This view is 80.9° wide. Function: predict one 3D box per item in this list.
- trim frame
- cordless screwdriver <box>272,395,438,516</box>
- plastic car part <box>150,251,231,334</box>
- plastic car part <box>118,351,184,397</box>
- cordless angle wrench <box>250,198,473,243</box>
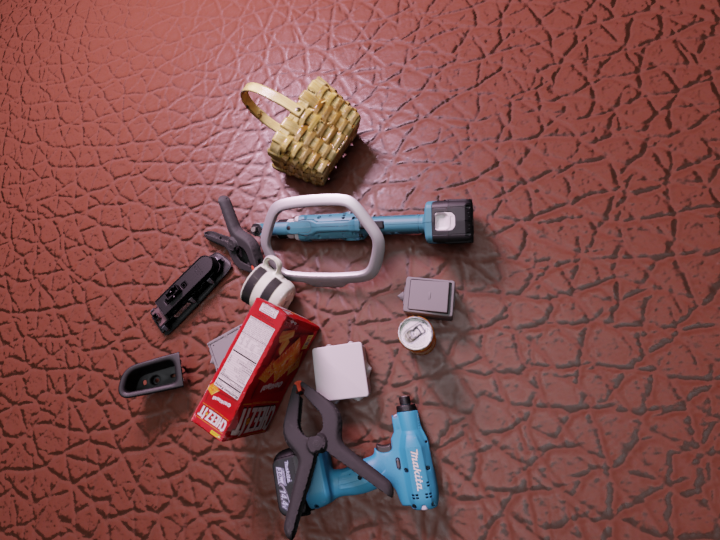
[{"bbox_3d":[-0.075,-0.049,0.771,0.257,0.027,0.180,-2,109,24],"label":"trim frame"},{"bbox_3d":[-0.013,0.299,0.680,0.252,0.071,0.163,-11,70,9],"label":"cordless screwdriver"},{"bbox_3d":[-0.356,0.036,0.866,0.202,0.064,0.069,-43,62,-3],"label":"plastic car part"},{"bbox_3d":[-0.396,0.208,0.817,0.116,0.069,0.068,-14,70,-6],"label":"plastic car part"},{"bbox_3d":[-0.014,-0.083,0.791,0.437,0.095,0.074,0,92,20],"label":"cordless angle wrench"}]
